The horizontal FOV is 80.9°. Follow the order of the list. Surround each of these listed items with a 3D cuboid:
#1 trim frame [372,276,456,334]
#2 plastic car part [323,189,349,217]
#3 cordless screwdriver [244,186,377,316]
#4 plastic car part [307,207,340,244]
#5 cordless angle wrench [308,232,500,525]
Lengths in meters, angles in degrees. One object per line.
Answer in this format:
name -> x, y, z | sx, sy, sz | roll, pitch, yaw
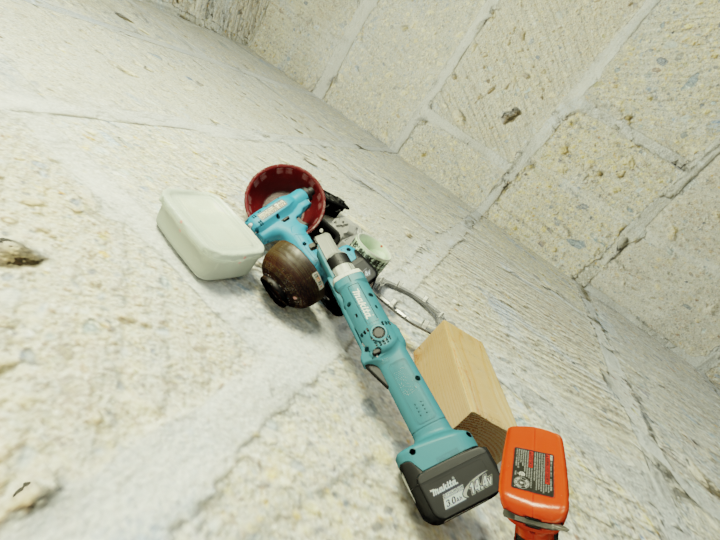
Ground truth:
trim frame -> 0.107, 0.069, 0.855 | 0.187, 0.027, 0.245 | 32, 10, 6
plastic car part -> -0.097, -0.171, 1.060 | 0.070, 0.067, 0.193 | 39, 18, 29
cordless screwdriver -> -0.074, -0.049, 0.762 | 0.258, 0.073, 0.157 | 41, 61, 19
plastic car part -> -0.097, -0.091, 0.928 | 0.117, 0.066, 0.070 | 38, 9, 1
cordless angle wrench -> 0.025, 0.099, 0.580 | 0.071, 0.097, 0.444 | 77, -13, -53
